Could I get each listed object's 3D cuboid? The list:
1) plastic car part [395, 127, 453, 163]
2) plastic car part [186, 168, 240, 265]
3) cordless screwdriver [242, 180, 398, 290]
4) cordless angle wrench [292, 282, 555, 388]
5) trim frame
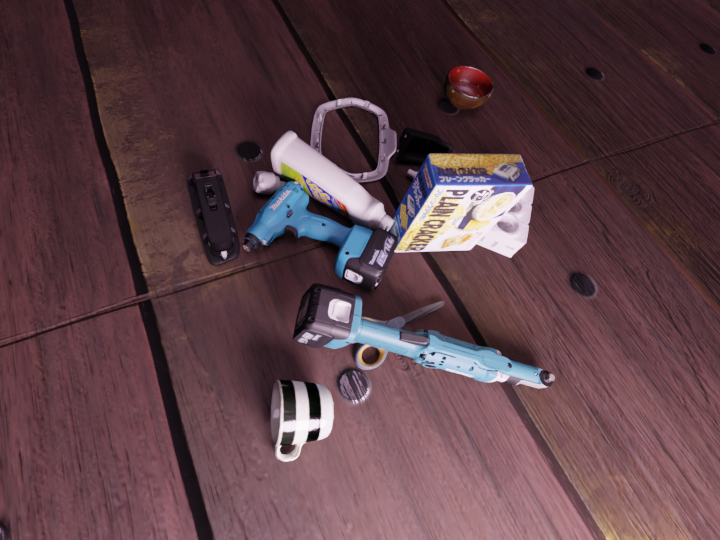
[{"bbox_3d":[0.130,-0.272,0.906,0.112,0.065,0.074,3,46,-24],"label":"plastic car part"},{"bbox_3d":[-0.259,-0.106,0.753,0.064,0.067,0.210,-10,65,-24],"label":"plastic car part"},{"bbox_3d":[-0.072,-0.047,0.740,0.255,0.073,0.159,29,61,12],"label":"cordless screwdriver"},{"bbox_3d":[0.109,0.121,0.656,0.415,0.098,0.075,17,63,-10],"label":"cordless angle wrench"},{"bbox_3d":[-0.014,-0.290,0.912,0.182,0.027,0.255,7,58,-6],"label":"trim frame"}]
